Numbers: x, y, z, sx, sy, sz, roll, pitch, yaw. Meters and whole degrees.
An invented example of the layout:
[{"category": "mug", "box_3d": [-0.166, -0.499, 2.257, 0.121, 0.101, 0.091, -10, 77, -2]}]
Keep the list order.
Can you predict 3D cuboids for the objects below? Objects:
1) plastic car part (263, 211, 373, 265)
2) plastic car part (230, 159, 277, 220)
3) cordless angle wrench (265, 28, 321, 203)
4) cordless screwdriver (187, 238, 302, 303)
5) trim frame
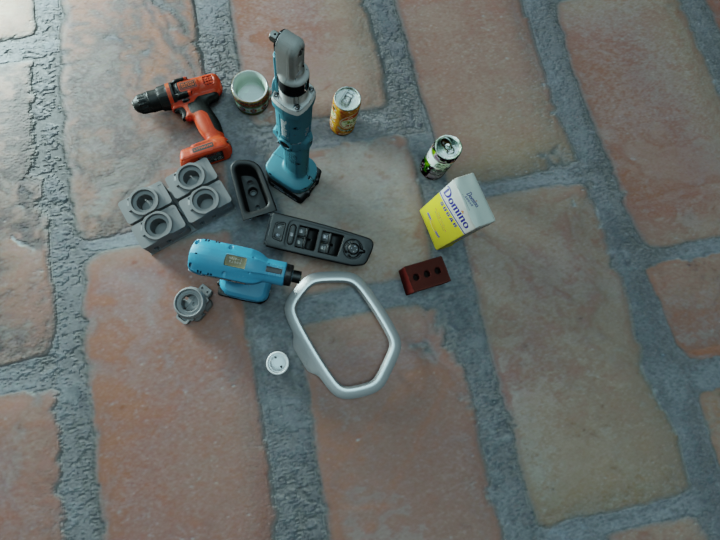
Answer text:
[{"category": "plastic car part", "box_3d": [-0.079, -0.052, 0.809, 0.203, 0.066, 0.067, 13, 78, -1]}, {"category": "plastic car part", "box_3d": [-0.210, -0.153, 0.823, 0.065, 0.070, 0.118, -18, 80, -9]}, {"category": "cordless angle wrench", "box_3d": [-0.106, -0.218, 0.664, 0.098, 0.422, 0.074, 34, 78, -2]}, {"category": "cordless screwdriver", "box_3d": [-0.177, 0.010, 0.698, 0.159, 0.248, 0.075, 12, 79, -5]}, {"category": "trim frame", "box_3d": [-0.036, 0.115, 0.794, 0.183, 0.027, 0.252, -32, 81, -9]}]
